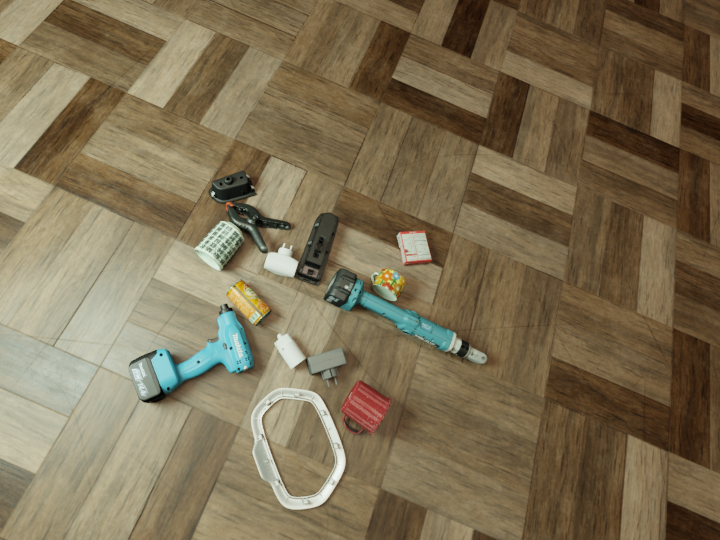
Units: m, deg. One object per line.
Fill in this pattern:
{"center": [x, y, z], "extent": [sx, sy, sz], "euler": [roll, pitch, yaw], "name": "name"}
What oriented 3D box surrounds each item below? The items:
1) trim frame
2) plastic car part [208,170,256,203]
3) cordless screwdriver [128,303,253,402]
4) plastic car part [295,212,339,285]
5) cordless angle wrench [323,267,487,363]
{"center": [-0.137, 0.379, 0.916], "extent": [0.181, 0.027, 0.254], "euler": [-21, 75, -15], "name": "trim frame"}
{"center": [-0.334, -0.222, 1.096], "extent": [0.114, 0.071, 0.068], "euler": [-21, 75, -20], "name": "plastic car part"}
{"center": [-0.374, 0.180, 0.931], "extent": [0.243, 0.074, 0.163], "euler": [-18, 73, -20], "name": "cordless screwdriver"}
{"center": [-0.106, -0.069, 1.081], "extent": [0.067, 0.066, 0.205], "euler": [16, 64, 2], "name": "plastic car part"}
{"center": [0.118, 0.126, 1.025], "extent": [0.421, 0.098, 0.075], "euler": [27, 70, -2], "name": "cordless angle wrench"}
